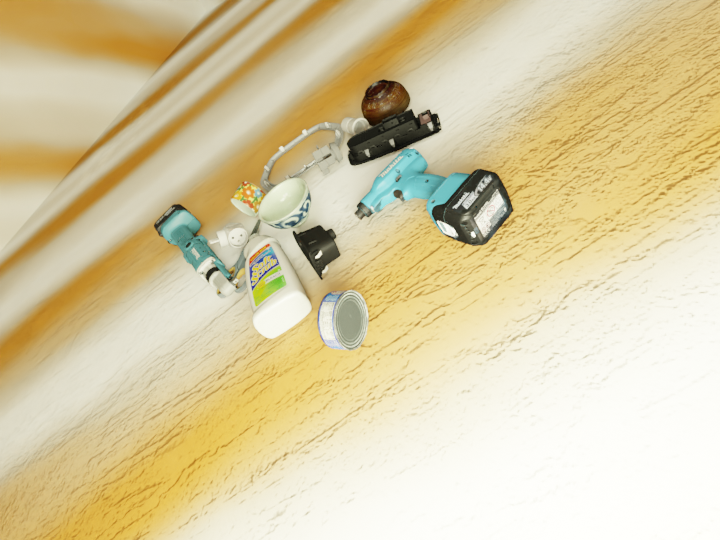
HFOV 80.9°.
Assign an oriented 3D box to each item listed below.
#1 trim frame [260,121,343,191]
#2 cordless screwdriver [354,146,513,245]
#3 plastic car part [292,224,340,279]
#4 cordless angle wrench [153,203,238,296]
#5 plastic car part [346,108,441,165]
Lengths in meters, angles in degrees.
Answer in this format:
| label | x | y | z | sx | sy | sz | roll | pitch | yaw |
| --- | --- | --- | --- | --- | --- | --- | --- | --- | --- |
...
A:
| label | x | y | z | sx | sy | sz | roll | pitch | yaw |
| --- | --- | --- | --- | --- | --- | --- | --- | --- | --- |
| trim frame | -0.149 | -0.285 | 1.041 | 0.250 | 0.026 | 0.193 | -31 | 44 | 9 |
| cordless screwdriver | 0.101 | -0.112 | 0.685 | 0.159 | 0.070 | 0.263 | -46 | 39 | -4 |
| plastic car part | -0.076 | -0.050 | 0.778 | 0.070 | 0.063 | 0.123 | -27 | 39 | -7 |
| cordless angle wrench | -0.377 | -0.045 | 0.974 | 0.098 | 0.070 | 0.448 | -48 | 42 | -7 |
| plastic car part | 0.055 | -0.274 | 0.861 | 0.208 | 0.063 | 0.068 | -20 | 53 | 25 |
